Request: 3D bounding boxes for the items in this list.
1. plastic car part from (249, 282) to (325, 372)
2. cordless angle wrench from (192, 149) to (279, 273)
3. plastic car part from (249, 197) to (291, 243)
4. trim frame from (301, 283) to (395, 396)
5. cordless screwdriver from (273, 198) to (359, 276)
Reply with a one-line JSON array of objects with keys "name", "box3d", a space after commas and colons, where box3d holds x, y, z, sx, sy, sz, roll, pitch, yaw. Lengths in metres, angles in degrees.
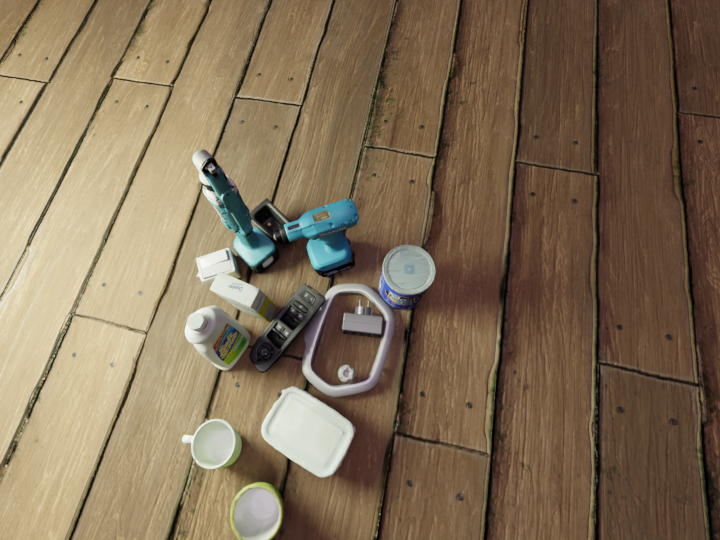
[{"name": "plastic car part", "box3d": [-0.158, 0.125, 0.903, 0.068, 0.065, 0.202, 36, 75, 13]}, {"name": "cordless angle wrench", "box3d": [-0.238, -0.104, 0.811, 0.074, 0.413, 0.101, -42, 77, -13]}, {"name": "plastic car part", "box3d": [-0.200, -0.101, 0.991, 0.065, 0.069, 0.120, -43, 74, -13]}, {"name": "trim frame", "box3d": [-0.028, 0.144, 0.908, 0.188, 0.027, 0.250, 15, 71, 9]}, {"name": "cordless screwdriver", "box3d": [-0.085, -0.056, 0.873, 0.158, 0.243, 0.076, -18, 73, -6]}]
